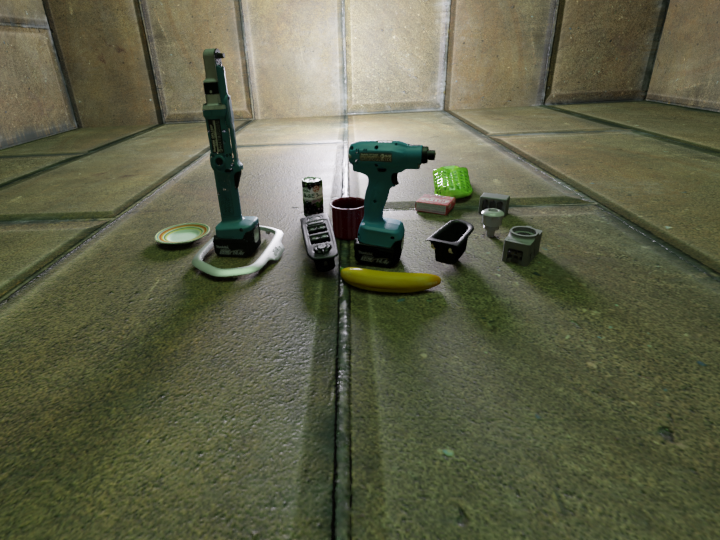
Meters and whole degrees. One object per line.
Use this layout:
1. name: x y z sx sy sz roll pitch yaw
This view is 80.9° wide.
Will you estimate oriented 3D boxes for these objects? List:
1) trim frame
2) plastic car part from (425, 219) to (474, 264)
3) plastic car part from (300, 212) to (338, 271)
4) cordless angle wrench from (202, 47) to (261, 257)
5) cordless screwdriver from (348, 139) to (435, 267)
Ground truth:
1. trim frame: -0.265 -0.047 0.944 0.187 0.027 0.251 1 28 8
2. plastic car part: 0.186 -0.050 0.852 0.069 0.069 0.114 16 32 33
3. plastic car part: -0.088 -0.058 0.902 0.066 0.065 0.210 -7 27 -9
4. cordless angle wrench: -0.283 -0.232 0.885 0.100 0.412 0.075 4 25 10
5. cordless screwdriver: 0.060 -0.130 0.832 0.164 0.242 0.074 7 26 17
